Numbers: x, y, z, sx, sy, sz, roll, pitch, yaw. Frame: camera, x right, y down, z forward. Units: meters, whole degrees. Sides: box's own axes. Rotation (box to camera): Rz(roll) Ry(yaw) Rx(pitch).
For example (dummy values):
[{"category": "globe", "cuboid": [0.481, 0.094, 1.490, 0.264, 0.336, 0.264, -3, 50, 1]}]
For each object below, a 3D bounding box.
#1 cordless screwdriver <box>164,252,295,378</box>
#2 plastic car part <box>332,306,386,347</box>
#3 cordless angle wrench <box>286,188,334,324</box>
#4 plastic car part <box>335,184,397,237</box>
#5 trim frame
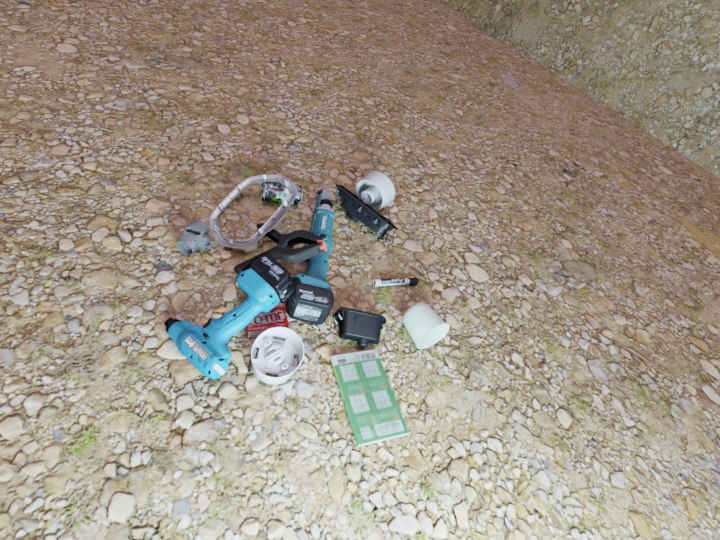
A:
[{"category": "cordless screwdriver", "cuboid": [-0.257, 0.071, 0.834, 0.166, 0.071, 0.247, 31, 67, 24]}, {"category": "plastic car part", "cuboid": [0.000, 0.128, 0.911, 0.115, 0.066, 0.072, 15, 63, -9]}, {"category": "cordless angle wrench", "cuboid": [-0.102, -0.067, 1.040, 0.097, 0.073, 0.434, 12, 45, -9]}, {"category": "plastic car part", "cuboid": [0.007, -0.157, 1.149, 0.209, 0.067, 0.064, 35, 4, 15]}, {"category": "trim frame", "cuboid": [-0.265, -0.155, 1.044, 0.192, 0.026, 0.247, 26, 63, 24]}]
